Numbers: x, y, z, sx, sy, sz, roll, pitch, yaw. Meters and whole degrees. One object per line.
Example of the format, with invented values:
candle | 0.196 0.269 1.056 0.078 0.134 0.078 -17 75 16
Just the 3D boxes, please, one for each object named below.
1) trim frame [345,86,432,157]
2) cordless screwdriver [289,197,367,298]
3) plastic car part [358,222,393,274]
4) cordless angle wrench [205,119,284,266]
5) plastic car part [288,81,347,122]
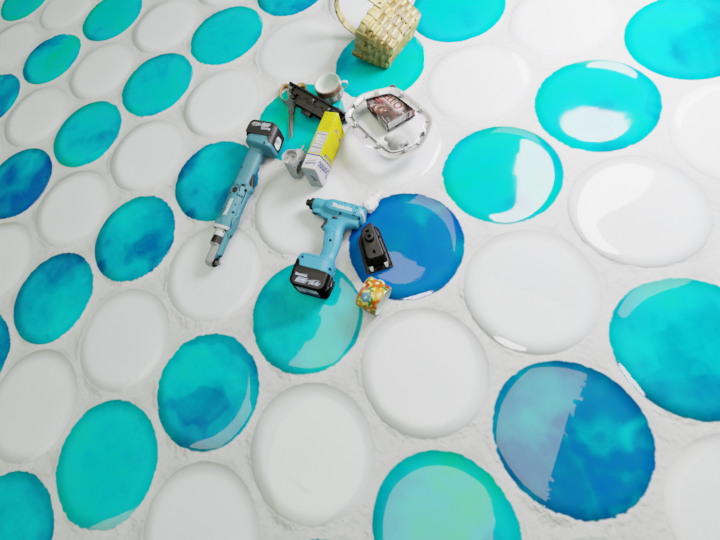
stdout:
trim frame | 0.069 -0.386 1.087 0.184 0.026 0.260 -38 64 -2
cordless screwdriver | -0.100 -0.066 1.025 0.165 0.071 0.250 16 70 19
plastic car part | 0.027 -0.060 0.989 0.066 0.068 0.120 -18 69 4
cordless angle wrench | -0.326 -0.208 1.143 0.101 0.071 0.425 14 75 18
plastic car part | -0.123 -0.458 1.185 0.210 0.064 0.067 30 89 16
